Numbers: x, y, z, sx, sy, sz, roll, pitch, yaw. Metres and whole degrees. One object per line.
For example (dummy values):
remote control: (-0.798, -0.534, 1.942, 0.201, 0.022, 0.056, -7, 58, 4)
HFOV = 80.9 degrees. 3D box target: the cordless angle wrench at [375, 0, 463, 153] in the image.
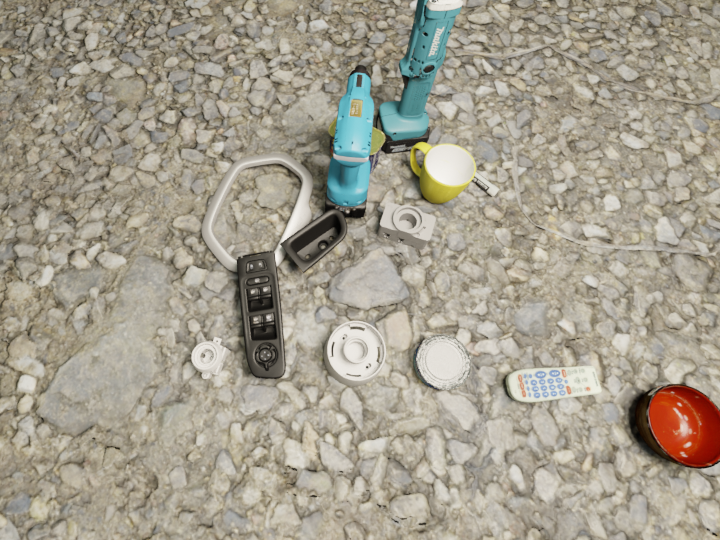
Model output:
cordless angle wrench: (0.097, -0.331, 0.655, 0.097, 0.416, 0.076, -7, 73, -7)

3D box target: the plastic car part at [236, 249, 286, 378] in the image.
plastic car part: (-0.159, 0.075, 0.691, 0.066, 0.066, 0.208, -9, 70, -5)

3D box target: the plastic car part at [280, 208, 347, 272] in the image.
plastic car part: (-0.072, -0.047, 0.733, 0.115, 0.069, 0.068, -38, 76, -13)

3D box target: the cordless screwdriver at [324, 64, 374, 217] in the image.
cordless screwdriver: (-0.015, -0.197, 0.696, 0.074, 0.244, 0.162, 7, 71, -2)

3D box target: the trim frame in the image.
trim frame: (-0.185, -0.111, 0.781, 0.187, 0.027, 0.250, 17, 71, 7)
